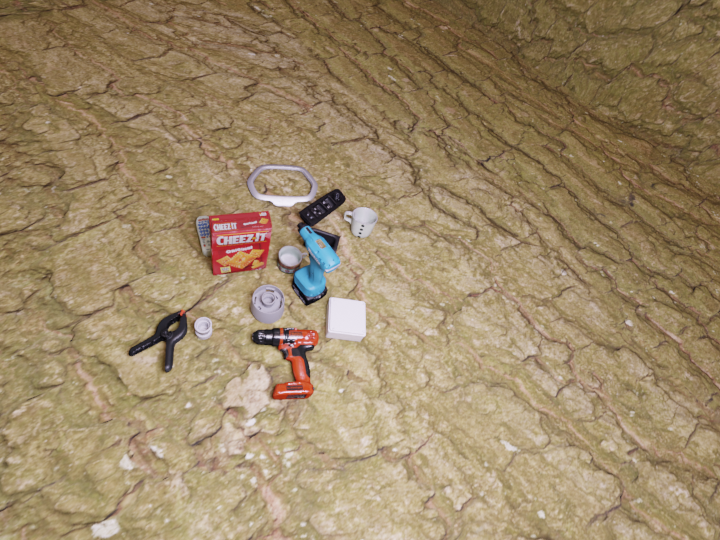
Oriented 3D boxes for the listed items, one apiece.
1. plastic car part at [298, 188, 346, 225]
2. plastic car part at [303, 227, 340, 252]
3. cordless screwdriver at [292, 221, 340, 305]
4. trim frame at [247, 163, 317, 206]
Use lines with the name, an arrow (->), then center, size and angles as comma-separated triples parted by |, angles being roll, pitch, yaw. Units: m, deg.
plastic car part -> -0.126, -0.208, 1.437 | 0.068, 0.066, 0.200 | 40, 57, 11
plastic car part -> -0.132, -0.086, 1.351 | 0.116, 0.070, 0.067 | 18, 55, -2
cordless screwdriver -> -0.143, -0.016, 1.194 | 0.072, 0.246, 0.165 | -27, 69, -30
trim frame -> -0.274, -0.304, 1.492 | 0.243, 0.027, 0.190 | 0, 57, -13
